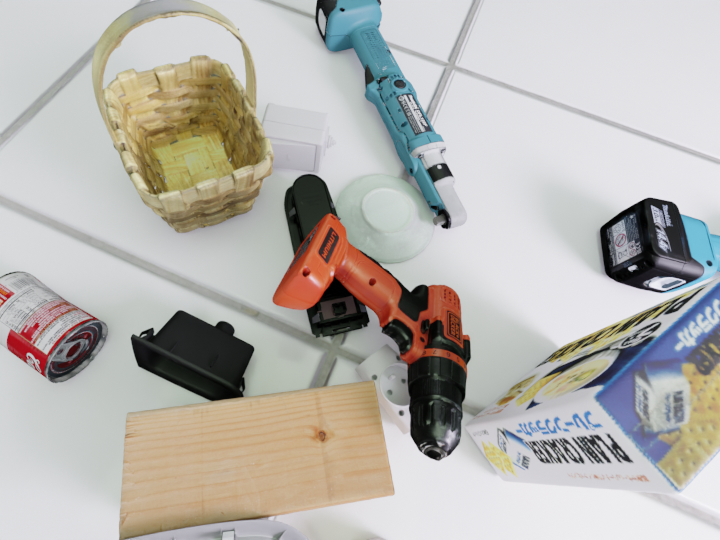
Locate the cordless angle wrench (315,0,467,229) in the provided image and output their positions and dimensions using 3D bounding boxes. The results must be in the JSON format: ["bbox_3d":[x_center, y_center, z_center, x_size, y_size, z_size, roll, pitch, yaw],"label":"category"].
[{"bbox_3d":[0.046,-0.244,0.597,0.096,0.073,0.436,-16,68,-14],"label":"cordless angle wrench"}]

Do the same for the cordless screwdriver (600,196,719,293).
[{"bbox_3d":[0.432,0.005,0.505,0.246,0.073,0.162,9,64,-5],"label":"cordless screwdriver"}]

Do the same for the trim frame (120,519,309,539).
[{"bbox_3d":[-0.126,0.274,0.309,0.245,0.028,0.182,-5,99,-10],"label":"trim frame"}]

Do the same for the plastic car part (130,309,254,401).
[{"bbox_3d":[-0.159,0.081,0.427,0.117,0.065,0.071,21,50,2],"label":"plastic car part"}]

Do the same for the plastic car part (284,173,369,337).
[{"bbox_3d":[-0.048,-0.031,0.489,0.066,0.065,0.210,-16,63,-2],"label":"plastic car part"}]
